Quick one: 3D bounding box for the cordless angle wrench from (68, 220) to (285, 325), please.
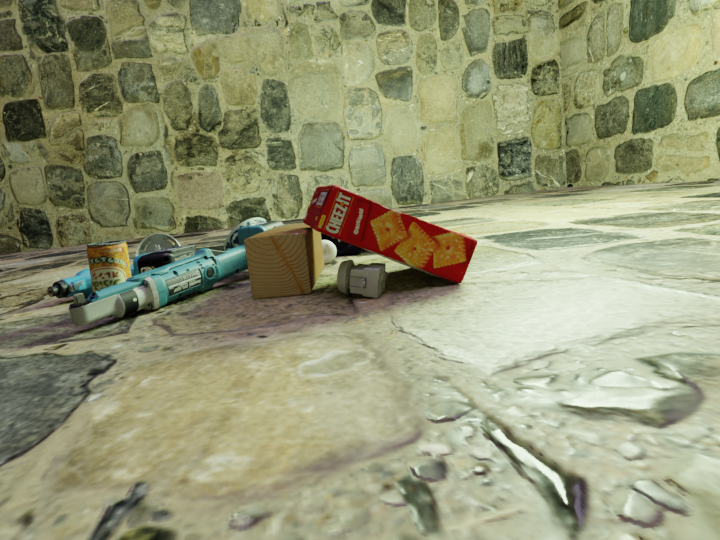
[{"bbox_3d":[-0.268,0.001,0.703,0.077,0.096,0.412,-2,16,29],"label":"cordless angle wrench"}]

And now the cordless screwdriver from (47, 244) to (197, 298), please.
[{"bbox_3d":[-0.421,0.011,0.762,0.257,0.074,0.155,-6,10,24],"label":"cordless screwdriver"}]

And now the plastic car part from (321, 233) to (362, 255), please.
[{"bbox_3d":[-0.096,-0.063,0.978,0.207,0.066,0.065,-4,-1,13],"label":"plastic car part"}]
